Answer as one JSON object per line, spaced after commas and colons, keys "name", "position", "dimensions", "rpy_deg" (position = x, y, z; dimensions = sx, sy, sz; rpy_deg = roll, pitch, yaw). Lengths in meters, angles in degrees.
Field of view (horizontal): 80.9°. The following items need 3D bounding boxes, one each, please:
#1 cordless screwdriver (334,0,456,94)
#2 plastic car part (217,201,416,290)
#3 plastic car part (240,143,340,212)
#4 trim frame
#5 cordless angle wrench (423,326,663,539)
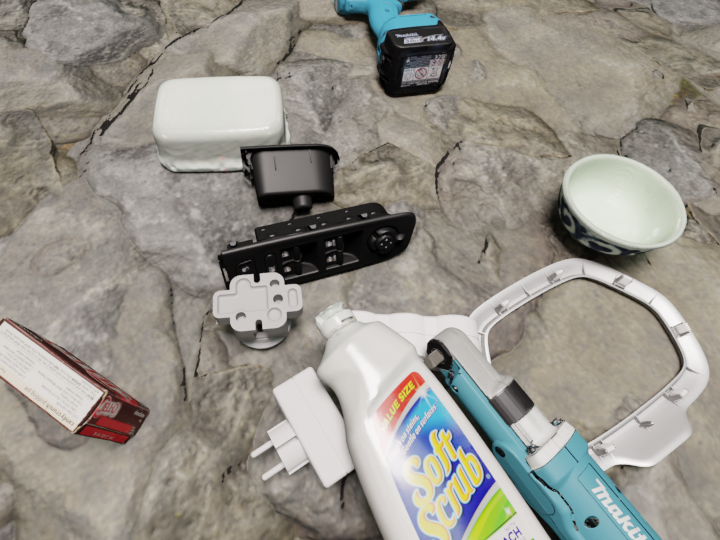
{"name": "cordless screwdriver", "position": [0.068, -0.374, 0.637], "dimensions": [0.157, 0.072, 0.259], "rpy_deg": [-14, 58, -11]}
{"name": "plastic car part", "position": [-0.043, -0.028, 0.443], "dimensions": [0.201, 0.064, 0.070], "rpy_deg": [-11, 37, -8]}
{"name": "plastic car part", "position": [-0.077, -0.102, 0.485], "dimensions": [0.115, 0.066, 0.072], "rpy_deg": [-3, 76, -9]}
{"name": "trim frame", "position": [0.216, 0.082, 0.404], "dimensions": [0.244, 0.027, 0.191], "rpy_deg": [-24, 65, -17]}
{"name": "cordless angle wrench", "position": [0.193, 0.214, 0.275], "dimensions": [0.095, 0.073, 0.438], "rpy_deg": [-27, 68, -29]}
